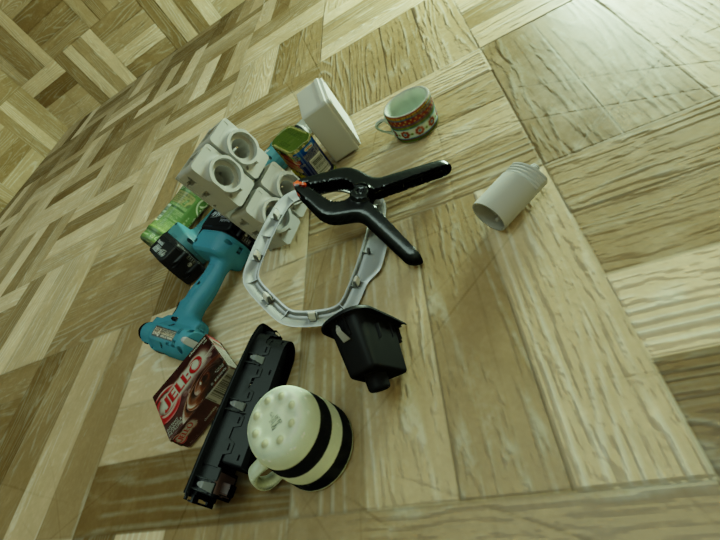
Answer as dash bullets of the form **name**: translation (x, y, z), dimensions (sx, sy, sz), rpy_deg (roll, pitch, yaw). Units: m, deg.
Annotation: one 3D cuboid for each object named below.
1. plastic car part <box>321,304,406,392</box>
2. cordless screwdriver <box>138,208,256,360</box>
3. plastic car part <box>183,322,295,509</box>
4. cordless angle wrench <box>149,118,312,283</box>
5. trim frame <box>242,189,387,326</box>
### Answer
- **plastic car part**: translation (0.010, 0.081, 0.410), dimensions (0.067, 0.111, 0.073), rpy_deg (-27, 67, 14)
- **cordless screwdriver**: translation (-0.264, 0.017, 0.689), dimensions (0.167, 0.070, 0.251), rpy_deg (2, 60, 38)
- **plastic car part**: translation (-0.122, 0.153, 0.473), dimensions (0.069, 0.063, 0.206), rpy_deg (-4, 53, 22)
- **cordless angle wrench**: translation (-0.214, -0.161, 0.807), dimensions (0.421, 0.070, 0.104), rpy_deg (-49, 41, -13)
- **trim frame**: translation (-0.056, -0.037, 0.575), dimensions (0.189, 0.026, 0.251), rpy_deg (10, 56, 15)
